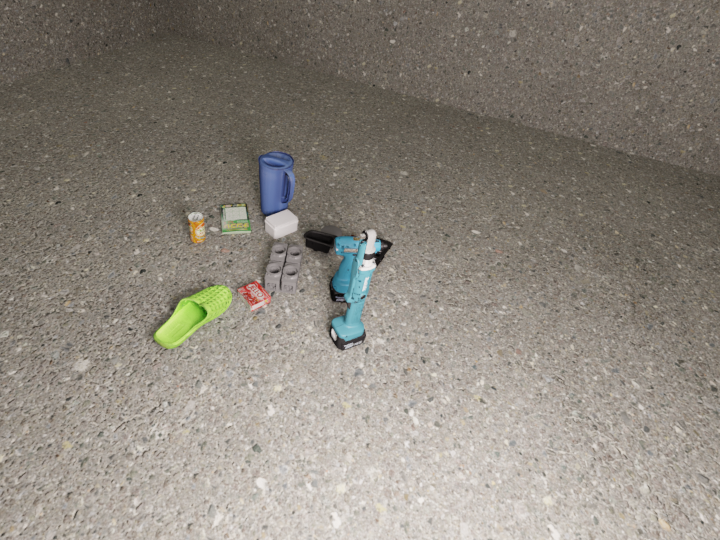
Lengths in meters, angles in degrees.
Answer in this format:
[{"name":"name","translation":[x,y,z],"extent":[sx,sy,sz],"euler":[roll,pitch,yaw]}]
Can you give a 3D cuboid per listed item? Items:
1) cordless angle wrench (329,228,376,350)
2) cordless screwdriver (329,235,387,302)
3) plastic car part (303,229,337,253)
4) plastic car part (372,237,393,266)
[{"name":"cordless angle wrench","translation":[-0.009,0.055,1.137],"extent":[0.095,0.413,0.078],"euler":[-14,48,-26]},{"name":"cordless screwdriver","translation":[-0.014,-0.006,1.328],"extent":[0.157,0.243,0.077],"euler":[2,43,-10]},{"name":"plastic car part","translation":[-0.151,-0.098,1.540],"extent":[0.118,0.069,0.067],"euler":[14,42,6]},{"name":"plastic car part","translation":[0.040,-0.036,1.501],"extent":[0.069,0.065,0.201],"euler":[25,45,16]}]
